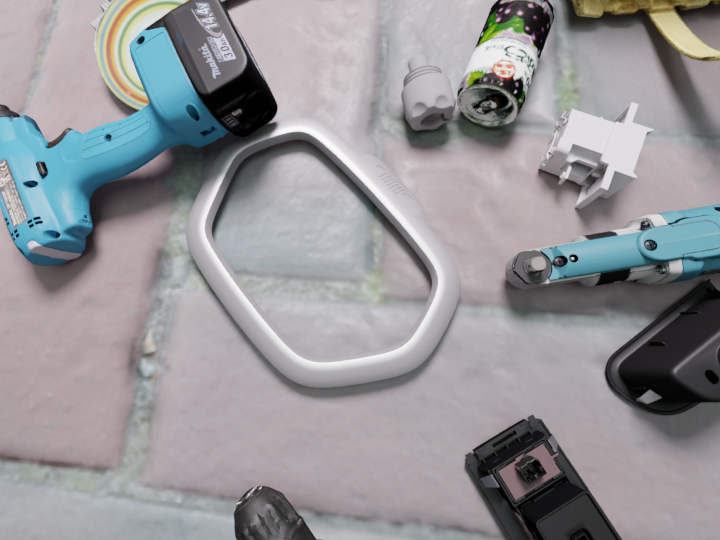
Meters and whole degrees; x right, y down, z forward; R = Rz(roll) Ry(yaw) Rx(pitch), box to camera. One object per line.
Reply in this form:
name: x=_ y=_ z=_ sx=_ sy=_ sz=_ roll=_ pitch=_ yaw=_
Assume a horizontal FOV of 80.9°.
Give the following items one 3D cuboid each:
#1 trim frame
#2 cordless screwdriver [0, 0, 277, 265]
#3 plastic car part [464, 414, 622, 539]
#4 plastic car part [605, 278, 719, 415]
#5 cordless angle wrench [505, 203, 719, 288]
trim frame: x=-0.034 y=-0.023 z=0.352 sx=0.183 sy=0.027 sz=0.255 roll=-40 pitch=75 yaw=-6
cordless screwdriver: x=-0.206 y=-0.133 z=0.358 sx=0.250 sy=0.072 sz=0.163 roll=-33 pitch=76 yaw=5
plastic car part: x=0.157 y=0.202 z=0.265 sx=0.065 sy=0.066 sz=0.207 roll=-28 pitch=78 yaw=-13
plastic car part: x=0.245 y=0.058 z=0.291 sx=0.116 sy=0.070 sz=0.068 roll=-32 pitch=77 yaw=-9
cordless angle wrench: x=0.323 y=-0.033 z=0.308 sx=0.426 sy=0.095 sz=0.076 roll=-10 pitch=77 yaw=5
